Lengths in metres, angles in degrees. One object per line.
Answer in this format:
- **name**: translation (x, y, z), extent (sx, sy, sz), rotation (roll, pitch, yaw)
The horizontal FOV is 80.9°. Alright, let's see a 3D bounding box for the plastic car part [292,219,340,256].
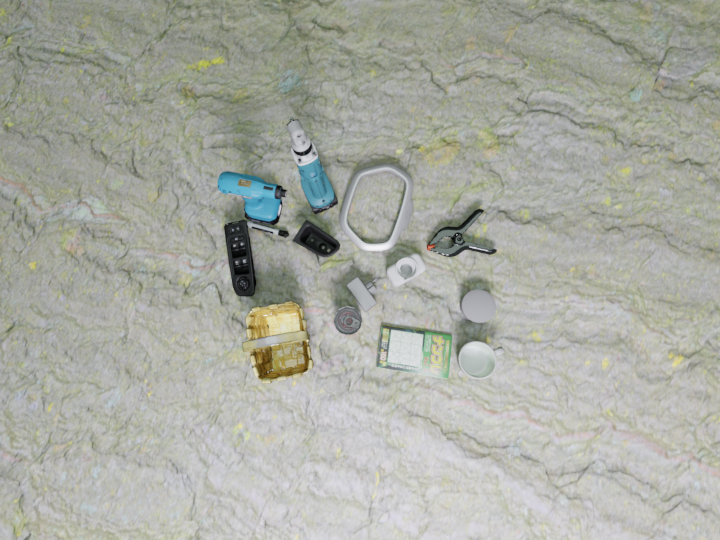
- **plastic car part**: translation (-0.109, -0.071, 1.113), extent (0.119, 0.069, 0.066), rotation (32, 84, 9)

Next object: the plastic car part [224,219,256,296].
- **plastic car part**: translation (-0.316, -0.028, 1.130), extent (0.067, 0.066, 0.206), rotation (-10, 79, 2)

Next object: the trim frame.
- **trim frame**: translation (0.047, -0.171, 1.136), extent (0.187, 0.027, 0.249), rotation (16, 82, 9)

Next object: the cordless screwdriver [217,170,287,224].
- **cordless screwdriver**: translation (-0.243, -0.176, 1.059), extent (0.161, 0.244, 0.075), rotation (12, 83, 4)

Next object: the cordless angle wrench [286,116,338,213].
- **cordless angle wrench**: translation (-0.114, -0.231, 0.967), extent (0.074, 0.416, 0.099), rotation (-24, 83, -2)
